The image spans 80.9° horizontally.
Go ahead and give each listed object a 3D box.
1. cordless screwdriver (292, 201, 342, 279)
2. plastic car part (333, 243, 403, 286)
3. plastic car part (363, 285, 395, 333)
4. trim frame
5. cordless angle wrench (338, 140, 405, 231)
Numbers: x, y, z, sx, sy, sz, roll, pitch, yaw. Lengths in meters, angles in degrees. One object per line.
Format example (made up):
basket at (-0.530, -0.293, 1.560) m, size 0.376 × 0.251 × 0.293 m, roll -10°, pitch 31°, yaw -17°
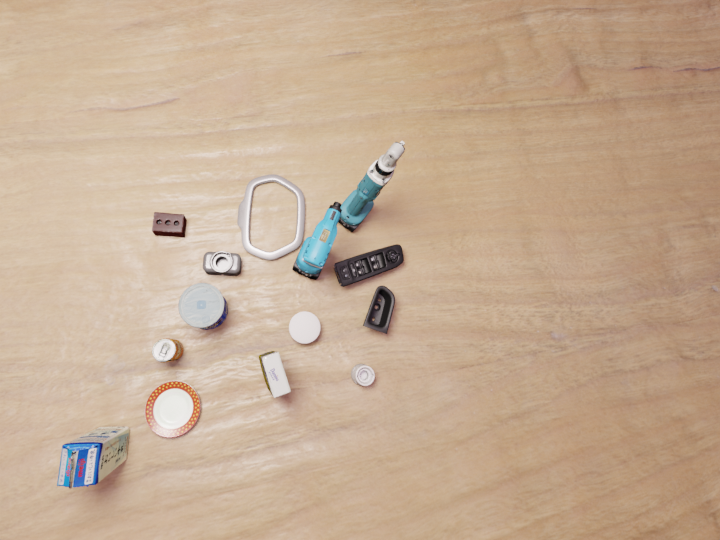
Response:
cordless screwdriver at (-0.103, -0.067, 1.051) m, size 0.074 × 0.250 × 0.160 m, roll 24°, pitch 75°, yaw -8°
plastic car part at (0.024, -0.014, 1.151) m, size 0.200 × 0.067 × 0.067 m, roll -19°, pitch 83°, yaw -13°
plastic car part at (0.048, 0.103, 1.124) m, size 0.065 × 0.071 × 0.117 m, roll 20°, pitch 75°, yaw -7°
trim frame at (-0.246, -0.150, 1.165) m, size 0.182 × 0.027 × 0.252 m, roll 2°, pitch 76°, yaw -8°
cordless angle wrench at (0.020, -0.195, 1.009) m, size 0.074 × 0.425 × 0.097 m, roll 40°, pitch 74°, yaw -4°
